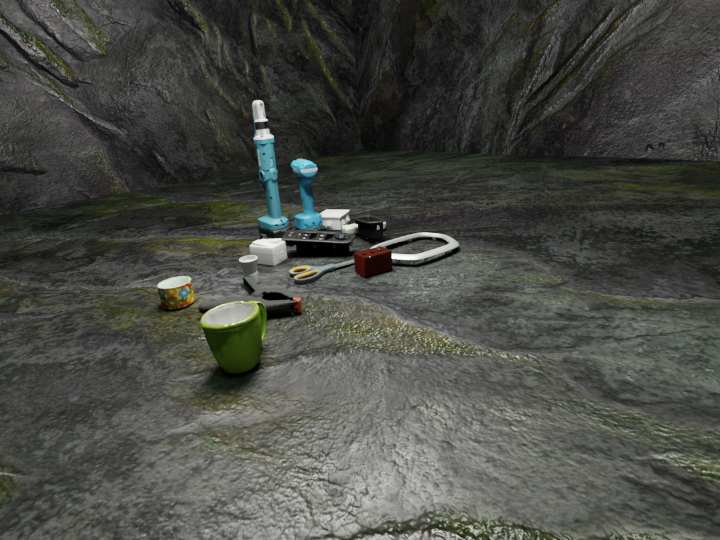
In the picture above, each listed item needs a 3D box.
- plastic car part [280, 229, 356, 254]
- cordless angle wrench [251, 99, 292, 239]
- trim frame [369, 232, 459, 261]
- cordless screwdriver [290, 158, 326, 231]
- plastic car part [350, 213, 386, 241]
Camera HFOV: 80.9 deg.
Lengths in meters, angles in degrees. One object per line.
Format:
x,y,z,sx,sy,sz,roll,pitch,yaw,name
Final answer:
-0.113,-0.074,1.160,0.208,0.065,0.066,0,21,14,plastic car part
-0.279,-0.292,1.276,0.103,0.414,0.072,14,26,43,cordless angle wrench
0.142,-0.063,1.119,0.241,0.027,0.194,-20,26,-32,trim frame
-0.168,-0.212,1.277,0.072,0.243,0.167,-11,21,-20,cordless screwdriver
0.029,-0.121,1.234,0.064,0.069,0.122,-14,22,-23,plastic car part
